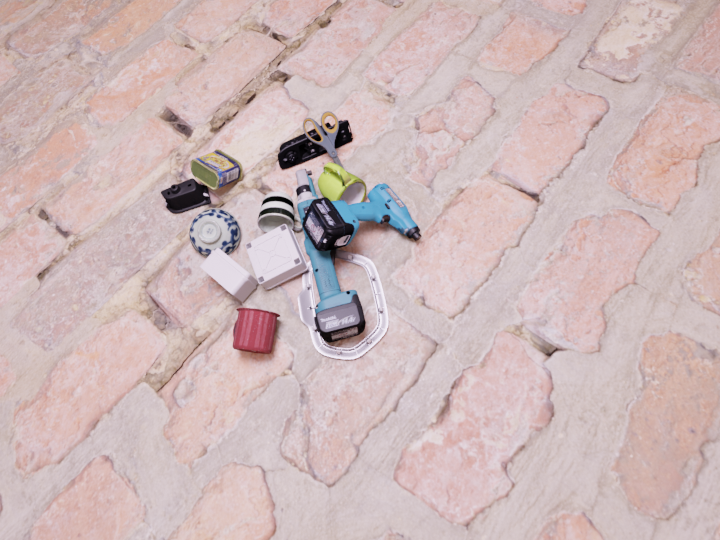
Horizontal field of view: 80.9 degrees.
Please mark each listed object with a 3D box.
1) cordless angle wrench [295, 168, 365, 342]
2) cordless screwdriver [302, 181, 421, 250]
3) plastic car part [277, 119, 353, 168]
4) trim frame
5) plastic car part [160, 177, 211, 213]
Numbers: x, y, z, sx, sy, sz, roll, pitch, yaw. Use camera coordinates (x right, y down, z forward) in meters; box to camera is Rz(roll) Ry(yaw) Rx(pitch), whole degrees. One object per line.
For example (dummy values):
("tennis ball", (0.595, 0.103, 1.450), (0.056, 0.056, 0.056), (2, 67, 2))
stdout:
("cordless angle wrench", (-0.091, -0.059, 0.928), (0.098, 0.072, 0.439), (-16, 61, -3))
("cordless screwdriver", (0.010, -0.102, 0.906), (0.241, 0.074, 0.165), (-21, 63, -35))
("plastic car part", (-0.125, -0.328, 1.075), (0.202, 0.063, 0.070), (-29, 58, -5))
("trim frame", (-0.041, 0.066, 0.911), (0.185, 0.026, 0.256), (-13, 67, 3))
("plastic car part", (-0.444, -0.192, 1.056), (0.116, 0.069, 0.068), (-20, 66, -5))
